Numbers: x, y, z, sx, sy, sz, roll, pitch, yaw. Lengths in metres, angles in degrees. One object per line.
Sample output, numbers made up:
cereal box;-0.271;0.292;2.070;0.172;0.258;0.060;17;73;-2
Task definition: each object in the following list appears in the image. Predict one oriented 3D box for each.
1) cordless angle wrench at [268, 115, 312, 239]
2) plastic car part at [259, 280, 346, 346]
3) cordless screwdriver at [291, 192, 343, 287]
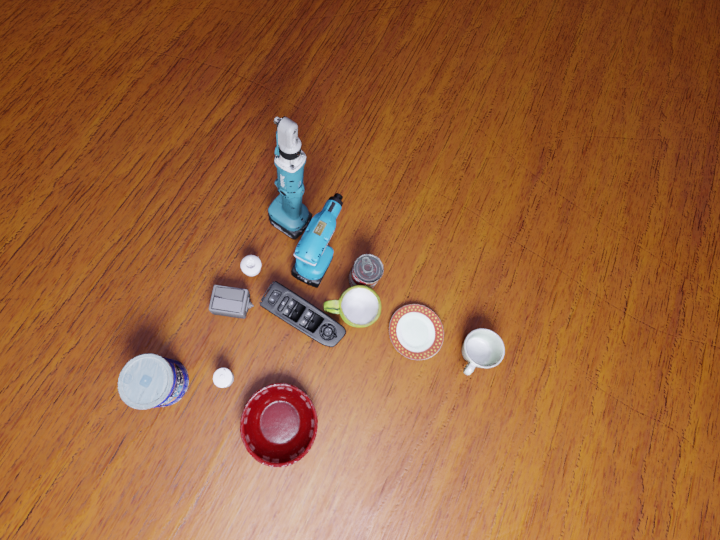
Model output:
cordless angle wrench;-0.148;-0.181;0.882;0.099;0.419;0.074;35;72;2
plastic car part;-0.131;0.108;0.969;0.206;0.066;0.066;31;72;6
cordless screwdriver;-0.091;-0.060;0.935;0.075;0.246;0.160;26;72;0
